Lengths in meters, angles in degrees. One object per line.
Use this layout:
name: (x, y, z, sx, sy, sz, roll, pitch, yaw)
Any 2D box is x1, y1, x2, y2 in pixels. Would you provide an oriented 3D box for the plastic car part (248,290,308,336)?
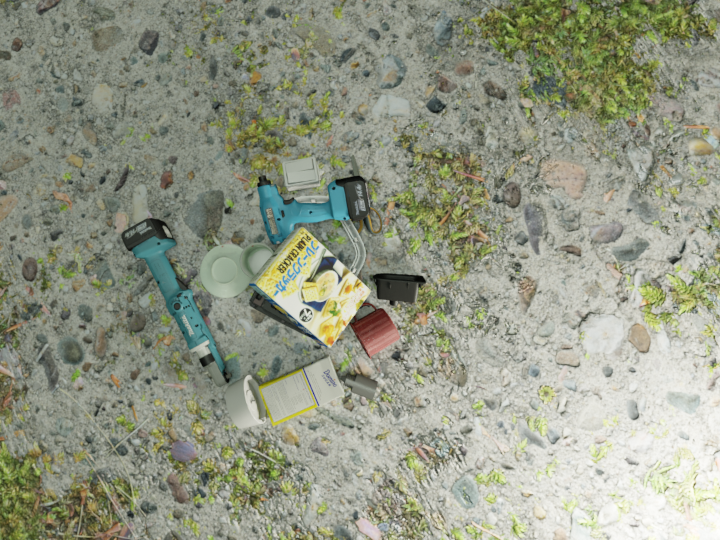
plastic car part: (-0.161, 0.097, 0.977, 0.204, 0.066, 0.066, 28, 79, 3)

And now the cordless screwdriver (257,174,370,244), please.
cordless screwdriver: (-0.108, -0.162, 0.950, 0.252, 0.074, 0.157, -13, 98, 10)

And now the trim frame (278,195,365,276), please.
trim frame: (-0.098, -0.064, 1.000, 0.185, 0.027, 0.251, -30, 84, 7)

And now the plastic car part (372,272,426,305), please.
plastic car part: (0.086, 0.045, 0.970, 0.118, 0.066, 0.070, 1, 100, 6)

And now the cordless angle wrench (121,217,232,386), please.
cordless angle wrench: (-0.419, 0.080, 0.992, 0.098, 0.074, 0.426, -29, 85, -1)
